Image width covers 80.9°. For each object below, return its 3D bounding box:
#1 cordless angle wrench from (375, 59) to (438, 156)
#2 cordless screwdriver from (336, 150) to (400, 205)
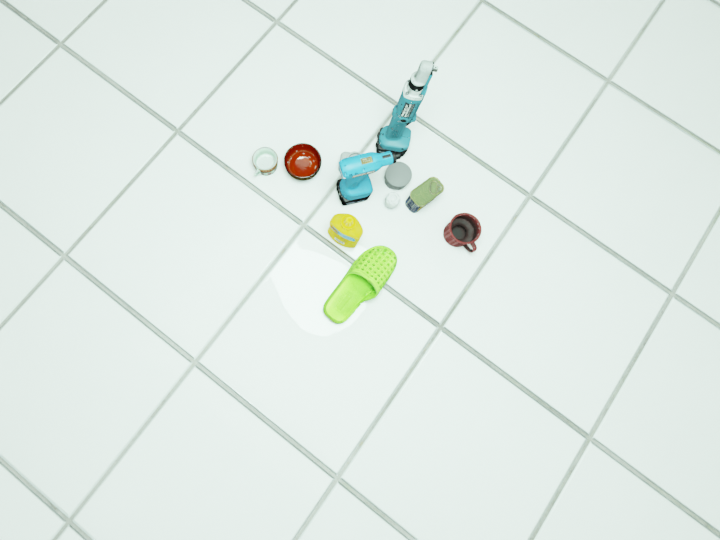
[{"bbox_3d":[0.119,-0.421,1.125,0.097,0.421,0.075,11,81,-5],"label":"cordless angle wrench"},{"bbox_3d":[0.013,-0.262,1.178,0.158,0.248,0.075,-15,84,-7],"label":"cordless screwdriver"}]
